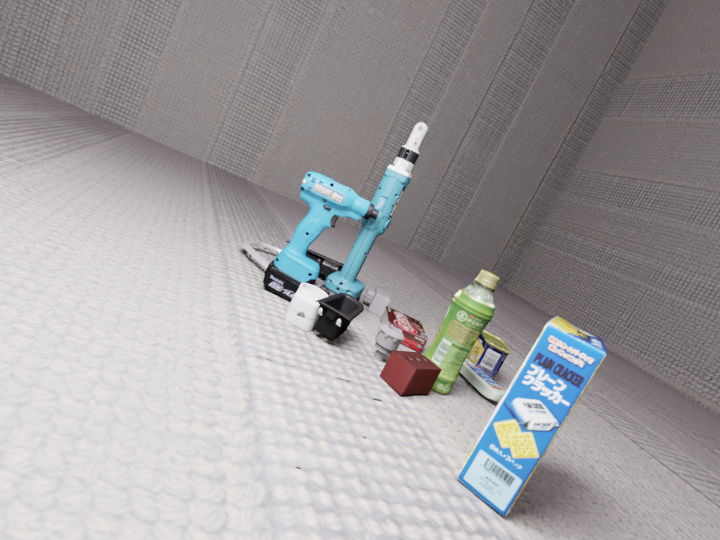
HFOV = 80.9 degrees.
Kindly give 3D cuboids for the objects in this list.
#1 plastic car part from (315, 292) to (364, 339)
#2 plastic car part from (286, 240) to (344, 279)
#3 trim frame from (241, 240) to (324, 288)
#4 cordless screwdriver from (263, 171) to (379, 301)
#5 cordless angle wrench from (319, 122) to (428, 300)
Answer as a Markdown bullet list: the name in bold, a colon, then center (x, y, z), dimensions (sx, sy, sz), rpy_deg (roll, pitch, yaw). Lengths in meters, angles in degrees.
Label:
- **plastic car part**: center (-0.040, 0.085, 0.738), dimensions (0.068, 0.071, 0.113), rpy_deg (28, 10, 15)
- **plastic car part**: center (-0.110, -0.020, 1.112), dimensions (0.209, 0.067, 0.064), rpy_deg (28, 10, 15)
- **trim frame**: center (-0.183, -0.011, 1.007), dimensions (0.263, 0.027, 0.174), rpy_deg (33, 13, 37)
- **cordless screwdriver**: center (-0.082, -0.053, 0.836), dimensions (0.159, 0.248, 0.075), rpy_deg (26, 9, -1)
- **cordless angle wrench**: center (0.033, -0.103, 0.867), dimensions (0.076, 0.422, 0.095), rpy_deg (28, 10, 13)
